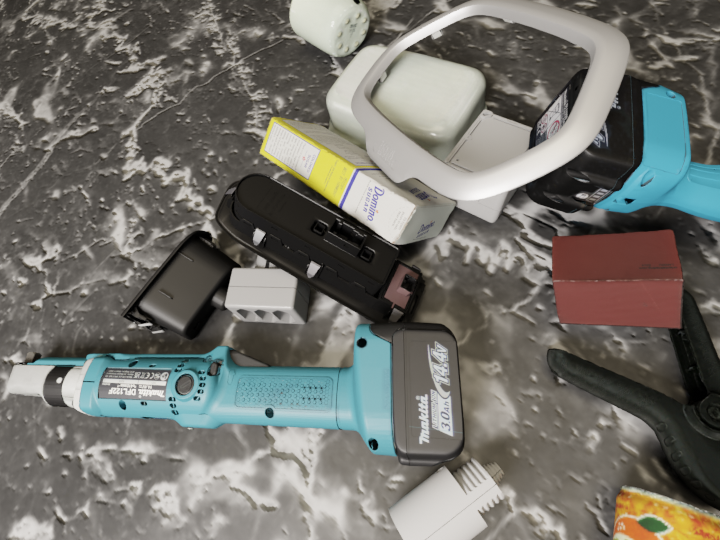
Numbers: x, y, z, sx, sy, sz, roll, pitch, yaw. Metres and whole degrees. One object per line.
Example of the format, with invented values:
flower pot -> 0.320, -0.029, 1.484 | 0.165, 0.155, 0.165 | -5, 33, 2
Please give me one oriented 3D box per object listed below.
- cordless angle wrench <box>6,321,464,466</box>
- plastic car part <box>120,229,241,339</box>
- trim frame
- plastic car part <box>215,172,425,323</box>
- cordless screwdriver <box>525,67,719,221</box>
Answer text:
cordless angle wrench -> -0.136, 0.101, 0.365 | 0.433, 0.071, 0.100 | -3, 64, 15
plastic car part -> -0.164, 0.020, 0.421 | 0.072, 0.065, 0.116 | 32, 71, 8
trim frame -> 0.084, -0.152, 0.354 | 0.185, 0.026, 0.262 | -41, 48, 7
plastic car part -> -0.036, -0.023, 0.366 | 0.205, 0.066, 0.066 | 28, 67, 5
cordless screwdriver -> 0.271, -0.089, 0.332 | 0.251, 0.073, 0.160 | 19, 68, 3
